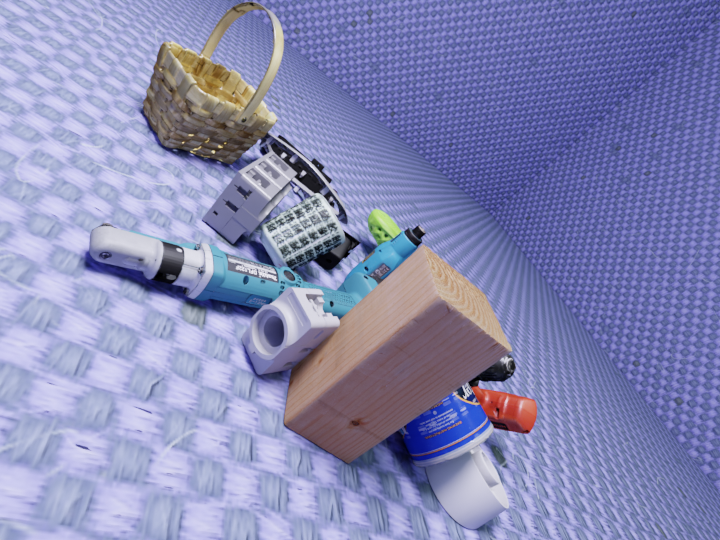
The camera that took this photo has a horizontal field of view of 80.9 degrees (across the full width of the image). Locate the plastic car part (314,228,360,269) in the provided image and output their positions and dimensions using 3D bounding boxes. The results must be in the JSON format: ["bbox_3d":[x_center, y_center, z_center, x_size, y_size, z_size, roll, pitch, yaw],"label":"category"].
[{"bbox_3d":[-0.069,-0.045,0.701,0.114,0.067,0.072,35,39,-14],"label":"plastic car part"}]

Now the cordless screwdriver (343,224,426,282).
[{"bbox_3d":[0.111,0.050,0.696,0.244,0.161,0.075,43,23,-9],"label":"cordless screwdriver"}]

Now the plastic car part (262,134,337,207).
[{"bbox_3d":[-0.122,-0.215,0.895,0.200,0.067,0.067,37,23,-8],"label":"plastic car part"}]

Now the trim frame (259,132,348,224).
[{"bbox_3d":[-0.109,-0.167,0.767,0.262,0.027,0.175,39,-11,32],"label":"trim frame"}]

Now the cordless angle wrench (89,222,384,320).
[{"bbox_3d":[-0.101,0.022,0.512,0.400,0.075,0.103,18,34,-42],"label":"cordless angle wrench"}]
